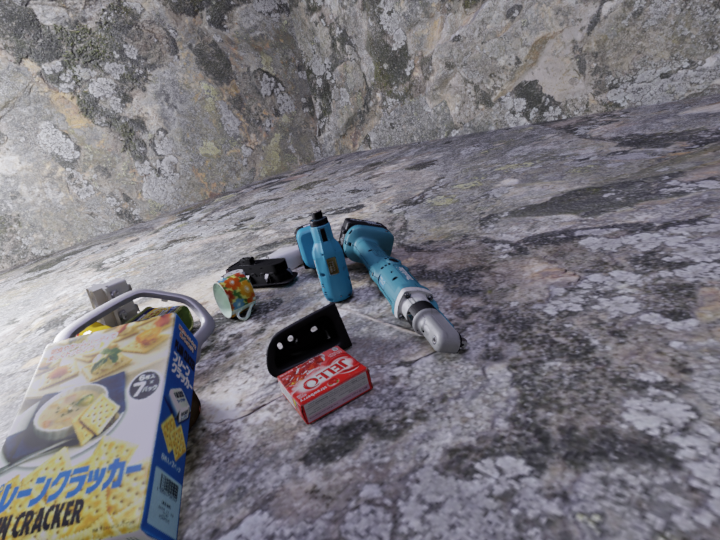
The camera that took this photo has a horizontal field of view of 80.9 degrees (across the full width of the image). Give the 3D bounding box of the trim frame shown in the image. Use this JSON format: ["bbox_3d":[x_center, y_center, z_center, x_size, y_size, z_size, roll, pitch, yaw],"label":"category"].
[{"bbox_3d":[-0.336,0.103,0.647,0.188,0.027,0.246,24,29,10],"label":"trim frame"}]

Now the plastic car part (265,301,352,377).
[{"bbox_3d":[-0.083,0.096,0.585,0.115,0.065,0.072,-24,5,-16],"label":"plastic car part"}]

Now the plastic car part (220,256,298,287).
[{"bbox_3d":[-0.224,0.002,0.920,0.212,0.066,0.064,1,17,32],"label":"plastic car part"}]

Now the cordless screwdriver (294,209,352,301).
[{"bbox_3d":[-0.080,-0.052,0.815,0.074,0.155,0.257,-17,18,-9],"label":"cordless screwdriver"}]

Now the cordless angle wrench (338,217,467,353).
[{"bbox_3d":[0.049,0.008,0.681,0.095,0.073,0.439,6,20,-17],"label":"cordless angle wrench"}]
